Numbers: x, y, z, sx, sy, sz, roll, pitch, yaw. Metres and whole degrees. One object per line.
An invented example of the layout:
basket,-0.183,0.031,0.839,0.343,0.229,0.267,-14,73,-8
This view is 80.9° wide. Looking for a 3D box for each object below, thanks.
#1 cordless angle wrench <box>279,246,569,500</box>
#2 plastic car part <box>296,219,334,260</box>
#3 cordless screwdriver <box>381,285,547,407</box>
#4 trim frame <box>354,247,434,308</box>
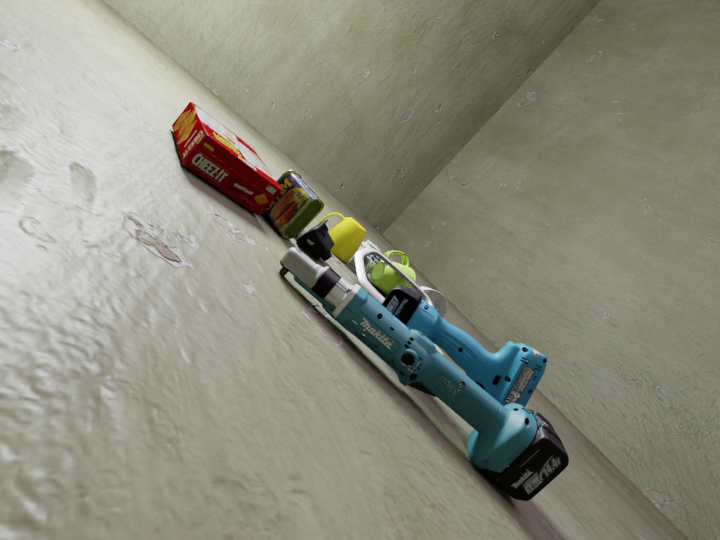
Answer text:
cordless angle wrench,0.063,0.110,0.555,0.428,0.098,0.073,40,12,6
plastic car part,-0.083,-0.054,0.846,0.070,0.066,0.117,56,9,-11
cordless screwdriver,0.126,0.137,0.637,0.255,0.159,0.072,28,3,12
trim frame,0.081,0.043,0.976,0.249,0.028,0.183,39,34,-1
